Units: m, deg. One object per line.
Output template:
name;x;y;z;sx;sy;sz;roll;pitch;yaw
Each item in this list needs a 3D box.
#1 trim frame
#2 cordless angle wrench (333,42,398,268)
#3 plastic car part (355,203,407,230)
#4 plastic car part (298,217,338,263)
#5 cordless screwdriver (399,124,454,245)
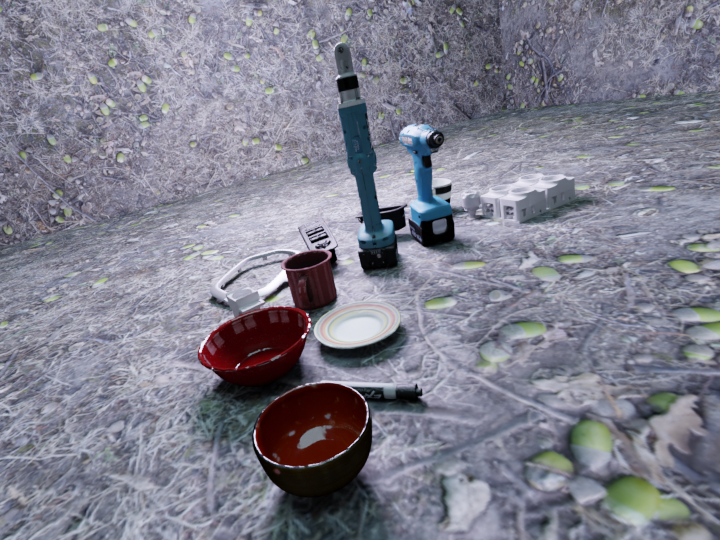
trim frame;-0.219;0.008;0.923;0.190;0.027;0.248;-5;24;20
cordless angle wrench;0.003;-0.210;0.811;0.076;0.412;0.098;-8;19;12
plastic car part;0.057;-0.116;1.008;0.121;0.069;0.065;-2;22;25
plastic car part;-0.095;-0.062;0.970;0.066;0.065;0.210;-16;22;-10
cordless screwdriver;0.143;-0.174;0.871;0.074;0.242;0.165;-14;20;-8
